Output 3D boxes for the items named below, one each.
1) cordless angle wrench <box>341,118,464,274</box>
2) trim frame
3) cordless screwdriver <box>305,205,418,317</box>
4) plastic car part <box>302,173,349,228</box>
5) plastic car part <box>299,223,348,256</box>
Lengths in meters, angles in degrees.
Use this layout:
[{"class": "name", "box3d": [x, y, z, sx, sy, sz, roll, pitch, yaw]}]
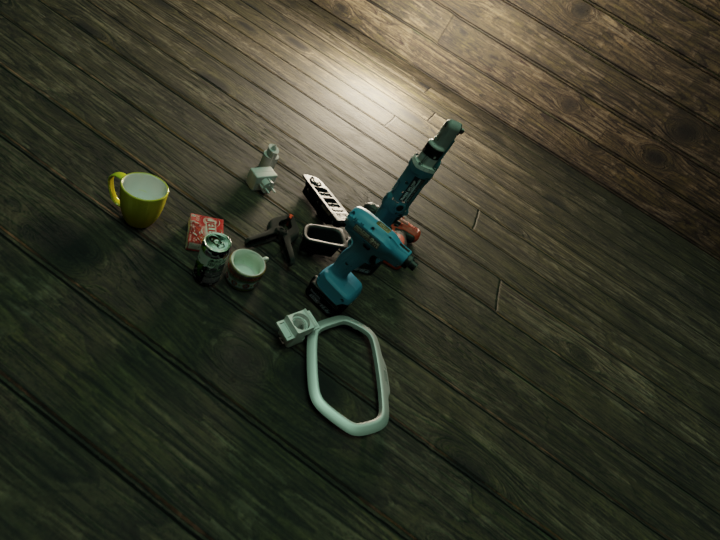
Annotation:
[{"class": "cordless angle wrench", "box3d": [0.084, -0.153, 0.938, 0.094, 0.423, 0.077, 17, 43, -21]}, {"class": "trim frame", "box3d": [-0.021, 0.194, 0.822, 0.178, 0.027, 0.258, 13, 43, -21]}, {"class": "cordless screwdriver", "box3d": [-0.003, 0.004, 0.857, 0.163, 0.249, 0.073, 43, 40, 10]}, {"class": "plastic car part", "box3d": [-0.098, -0.181, 1.133, 0.063, 0.067, 0.212, -8, 53, -39]}, {"class": "plastic car part", "box3d": [-0.099, -0.065, 1.009, 0.112, 0.071, 0.069, 6, 47, -28]}]
